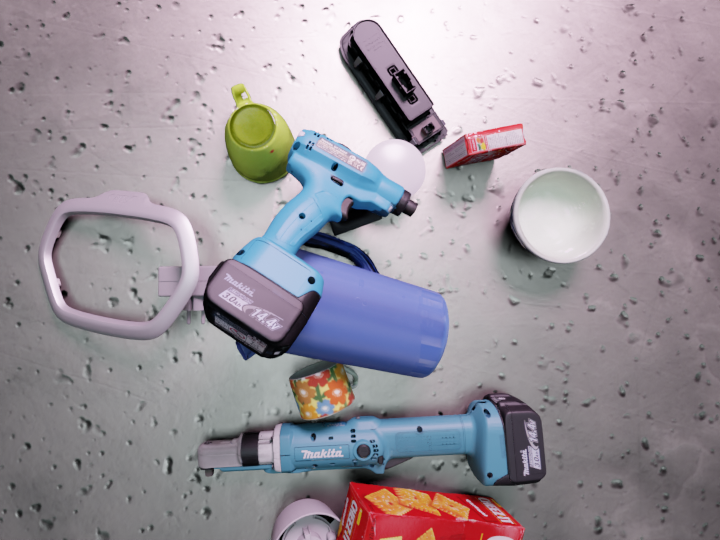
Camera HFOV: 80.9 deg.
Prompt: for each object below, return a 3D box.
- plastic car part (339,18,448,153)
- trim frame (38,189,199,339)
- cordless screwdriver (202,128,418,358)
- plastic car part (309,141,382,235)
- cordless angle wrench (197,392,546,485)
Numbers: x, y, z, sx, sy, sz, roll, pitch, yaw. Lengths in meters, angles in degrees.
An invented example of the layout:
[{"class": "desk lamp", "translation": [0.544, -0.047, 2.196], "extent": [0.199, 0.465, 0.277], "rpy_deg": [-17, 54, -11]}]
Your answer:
[{"class": "plastic car part", "translation": [0.041, -0.255, 0.571], "extent": [0.066, 0.066, 0.205], "rpy_deg": [-34, 86, 3]}, {"class": "trim frame", "translation": [-0.310, -0.011, 0.534], "extent": [0.256, 0.027, 0.184], "rpy_deg": [6, 90, 18]}, {"class": "cordless screwdriver", "translation": [-0.043, -0.028, 0.442], "extent": [0.159, 0.074, 0.250], "rpy_deg": [27, 61, -2]}, {"class": "plastic car part", "translation": [-0.022, -0.115, 0.553], "extent": [0.067, 0.071, 0.115], "rpy_deg": [-20, 100, 12]}, {"class": "cordless angle wrench", "translation": [0.004, 0.220, 0.537], "extent": [0.424, 0.074, 0.098], "rpy_deg": [-4, 88, 1]}]
